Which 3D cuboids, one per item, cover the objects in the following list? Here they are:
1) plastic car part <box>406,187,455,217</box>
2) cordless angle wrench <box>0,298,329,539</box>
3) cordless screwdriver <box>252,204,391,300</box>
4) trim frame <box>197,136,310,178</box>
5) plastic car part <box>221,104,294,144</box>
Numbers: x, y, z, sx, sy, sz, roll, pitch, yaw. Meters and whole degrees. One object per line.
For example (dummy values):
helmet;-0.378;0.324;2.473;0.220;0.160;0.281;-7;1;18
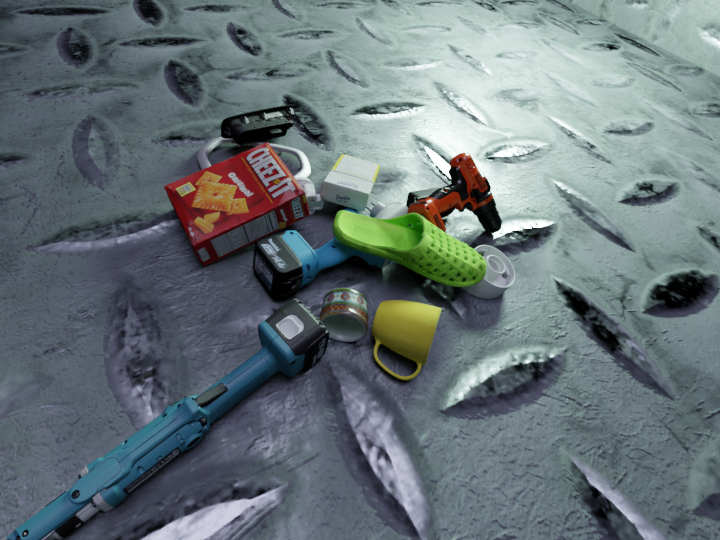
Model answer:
plastic car part;0.145;-0.148;0.900;0.113;0.064;0.075;-18;41;-29
cordless angle wrench;-0.218;0.188;0.519;0.415;0.096;0.077;-36;65;-29
cordless screwdriver;-0.074;-0.049;0.760;0.241;0.073;0.167;-18;53;-29
trim frame;-0.232;-0.236;0.926;0.248;0.027;0.189;6;49;-3
plastic car part;-0.226;-0.325;0.965;0.196;0.067;0.069;-25;74;-40
